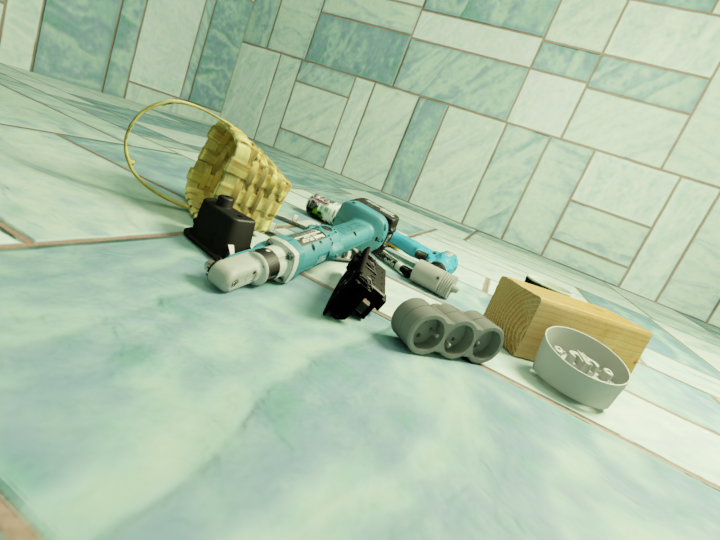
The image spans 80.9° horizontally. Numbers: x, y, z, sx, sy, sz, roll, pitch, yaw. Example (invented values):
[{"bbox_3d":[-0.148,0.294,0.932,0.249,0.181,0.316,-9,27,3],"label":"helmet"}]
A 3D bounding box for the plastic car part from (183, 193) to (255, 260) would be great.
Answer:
[{"bbox_3d":[-0.181,-0.061,0.553,0.123,0.070,0.063,34,17,33],"label":"plastic car part"}]

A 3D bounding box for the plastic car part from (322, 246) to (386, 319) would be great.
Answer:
[{"bbox_3d":[0.004,0.014,0.551,0.066,0.066,0.205,31,14,-7],"label":"plastic car part"}]

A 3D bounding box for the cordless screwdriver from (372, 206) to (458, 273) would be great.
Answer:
[{"bbox_3d":[0.083,-0.057,0.900,0.258,0.074,0.154,30,16,18],"label":"cordless screwdriver"}]

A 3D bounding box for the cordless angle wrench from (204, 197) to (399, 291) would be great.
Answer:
[{"bbox_3d":[-0.059,-0.039,0.606,0.101,0.074,0.412,31,25,15],"label":"cordless angle wrench"}]

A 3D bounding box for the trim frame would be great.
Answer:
[{"bbox_3d":[-0.103,-0.072,0.787,0.255,0.027,0.181,22,14,11],"label":"trim frame"}]
